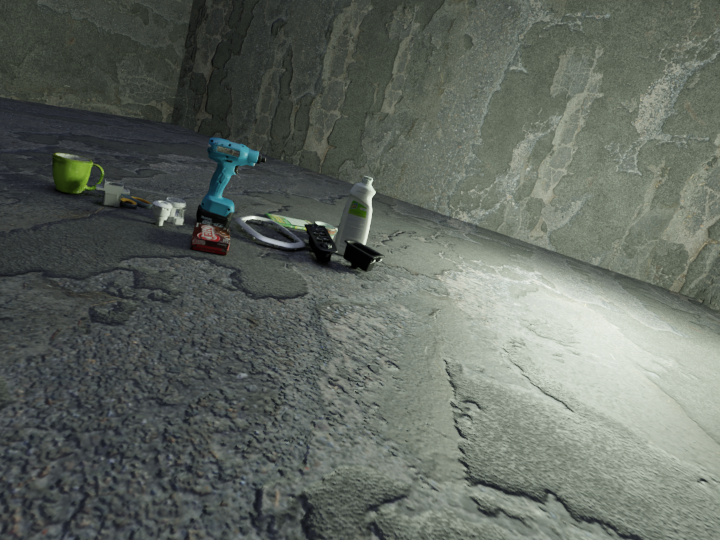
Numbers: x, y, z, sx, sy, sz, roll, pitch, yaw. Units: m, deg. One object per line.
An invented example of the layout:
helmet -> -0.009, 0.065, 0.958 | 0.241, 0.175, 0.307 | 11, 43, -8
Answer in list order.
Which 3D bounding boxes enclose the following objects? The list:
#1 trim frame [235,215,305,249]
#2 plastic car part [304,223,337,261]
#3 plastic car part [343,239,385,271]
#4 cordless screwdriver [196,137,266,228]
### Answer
trim frame -> -0.274, -0.117, 1.282 | 0.175, 0.027, 0.263 | 0, 24, -44
plastic car part -> -0.121, -0.079, 1.240 | 0.064, 0.066, 0.212 | 11, 18, -23
plastic car part -> -0.001, -0.036, 1.208 | 0.123, 0.070, 0.063 | 28, 19, 32
cordless screwdriver -> -0.370, -0.236, 1.194 | 0.154, 0.246, 0.077 | 12, 17, -18
